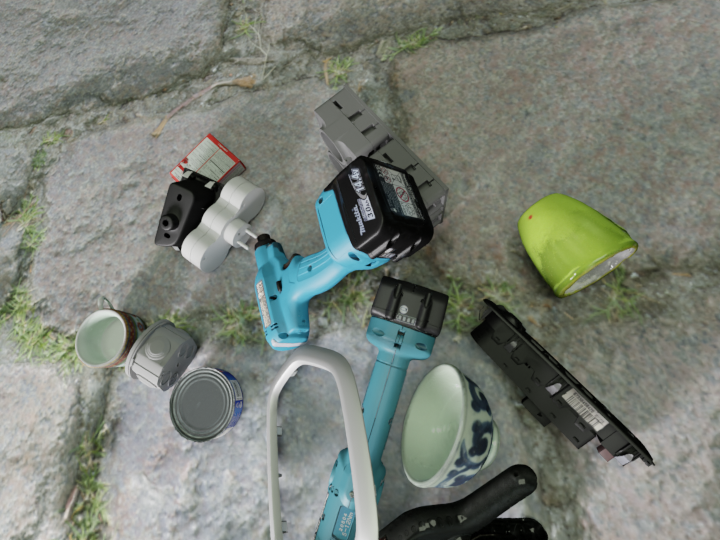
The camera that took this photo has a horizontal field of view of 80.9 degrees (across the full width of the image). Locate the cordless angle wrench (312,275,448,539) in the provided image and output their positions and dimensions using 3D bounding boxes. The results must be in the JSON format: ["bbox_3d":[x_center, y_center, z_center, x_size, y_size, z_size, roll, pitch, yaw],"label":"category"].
[{"bbox_3d":[-0.004,0.219,0.443,0.076,0.095,0.425,16,80,10],"label":"cordless angle wrench"}]

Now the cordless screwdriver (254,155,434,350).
[{"bbox_3d":[-0.047,-0.031,0.480,0.252,0.070,0.165,-41,55,37],"label":"cordless screwdriver"}]

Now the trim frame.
[{"bbox_3d":[-0.052,0.196,0.432,0.187,0.026,0.258,-40,48,34],"label":"trim frame"}]

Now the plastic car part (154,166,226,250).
[{"bbox_3d":[-0.242,-0.075,0.573,0.067,0.070,0.116,25,100,5],"label":"plastic car part"}]

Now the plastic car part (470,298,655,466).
[{"bbox_3d":[0.195,0.116,0.450,0.067,0.063,0.210,-46,70,22],"label":"plastic car part"}]
